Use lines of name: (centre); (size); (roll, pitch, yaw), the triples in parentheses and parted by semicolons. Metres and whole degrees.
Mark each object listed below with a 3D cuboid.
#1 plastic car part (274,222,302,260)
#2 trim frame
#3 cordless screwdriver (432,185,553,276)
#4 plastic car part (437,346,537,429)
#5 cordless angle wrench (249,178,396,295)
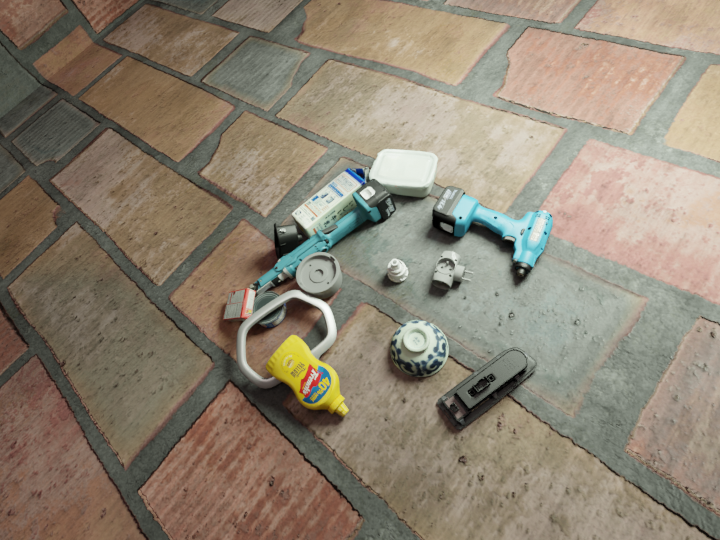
plastic car part: (-0.185, -0.075, 1.087); (0.069, 0.114, 0.069); (-11, 56, -19)
trim frame: (-0.173, 0.156, 0.967); (0.247, 0.027, 0.191); (-35, 69, -5)
cordless screwdriver: (0.285, -0.091, 0.959); (0.259, 0.071, 0.159); (21, 69, 23)
plastic car part: (0.243, 0.211, 0.806); (0.202, 0.064, 0.070); (-34, 51, -6)
cordless angle wrench: (-0.105, -0.068, 1.069); (0.423, 0.093, 0.078); (-37, 58, 0)
